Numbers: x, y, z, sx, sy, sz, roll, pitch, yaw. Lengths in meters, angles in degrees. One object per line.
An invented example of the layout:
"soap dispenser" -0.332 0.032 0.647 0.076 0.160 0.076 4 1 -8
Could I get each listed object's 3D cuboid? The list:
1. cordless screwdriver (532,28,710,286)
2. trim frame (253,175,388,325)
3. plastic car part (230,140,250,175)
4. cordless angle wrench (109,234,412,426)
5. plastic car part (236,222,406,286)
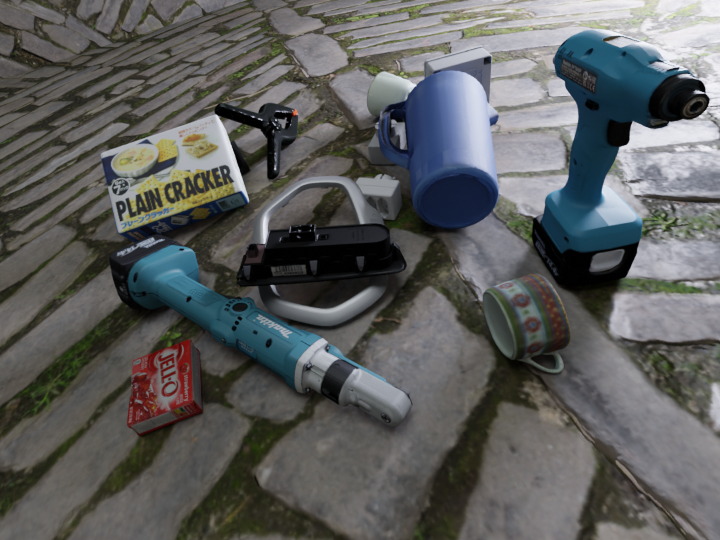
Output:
"cordless screwdriver" 0.235 -0.086 0.404 0.075 0.238 0.165 -11 37 3
"trim frame" -0.056 -0.037 0.573 0.185 0.026 0.259 -18 53 4
"plastic car part" -0.288 -0.199 0.828 0.115 0.063 0.075 -33 30 -13
"cordless angle wrench" -0.139 0.063 0.496 0.444 0.072 0.096 22 37 29
"plastic car part" -0.048 -0.025 0.509 0.204 0.065 0.068 0 30 4
